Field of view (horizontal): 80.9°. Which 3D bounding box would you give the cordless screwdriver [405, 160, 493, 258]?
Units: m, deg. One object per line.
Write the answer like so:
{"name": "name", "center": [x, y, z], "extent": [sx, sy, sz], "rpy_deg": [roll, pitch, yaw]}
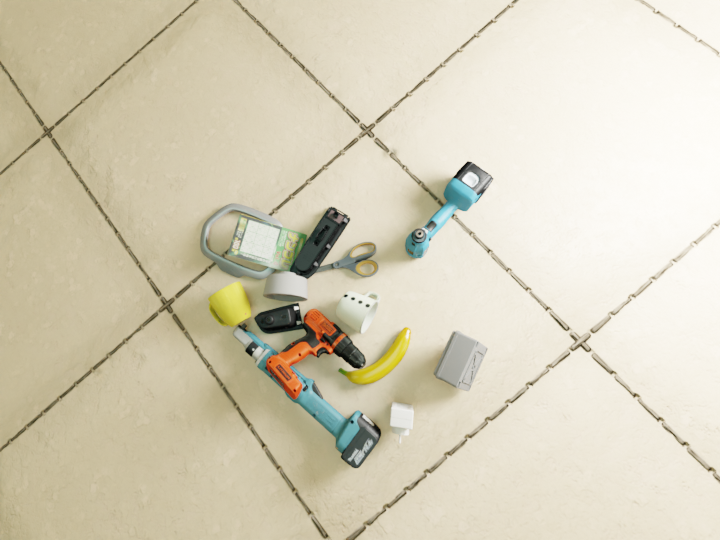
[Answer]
{"name": "cordless screwdriver", "center": [0.194, -0.138, 0.960], "extent": [0.076, 0.155, 0.248], "rpy_deg": [41, 86, 11]}

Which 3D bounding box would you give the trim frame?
{"name": "trim frame", "center": [-0.309, -0.076, 1.111], "extent": [0.255, 0.027, 0.184], "rpy_deg": [22, 82, 12]}

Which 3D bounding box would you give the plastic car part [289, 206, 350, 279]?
{"name": "plastic car part", "center": [-0.102, -0.067, 1.048], "extent": [0.067, 0.067, 0.203], "rpy_deg": [33, 85, 1]}

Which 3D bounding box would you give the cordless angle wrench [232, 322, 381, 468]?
{"name": "cordless angle wrench", "center": [-0.146, 0.272, 0.989], "extent": [0.437, 0.072, 0.098], "rpy_deg": [36, 87, 17]}

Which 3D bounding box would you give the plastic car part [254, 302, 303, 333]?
{"name": "plastic car part", "center": [-0.206, 0.120, 1.029], "extent": [0.117, 0.069, 0.067], "rpy_deg": [-12, 78, 4]}
